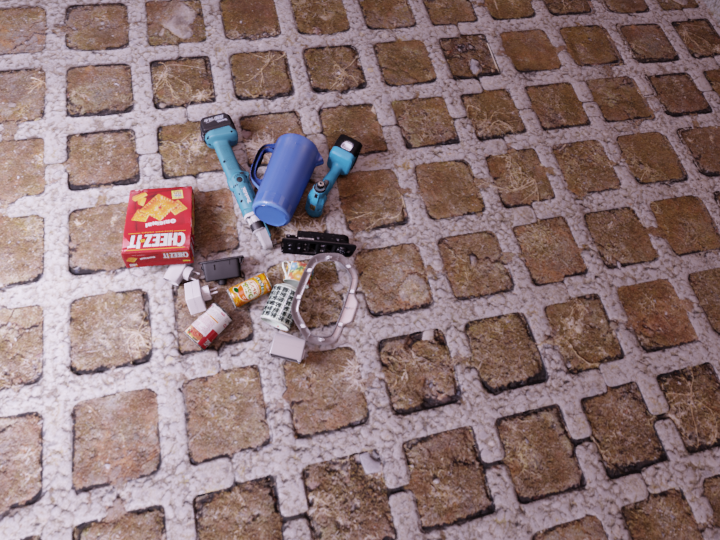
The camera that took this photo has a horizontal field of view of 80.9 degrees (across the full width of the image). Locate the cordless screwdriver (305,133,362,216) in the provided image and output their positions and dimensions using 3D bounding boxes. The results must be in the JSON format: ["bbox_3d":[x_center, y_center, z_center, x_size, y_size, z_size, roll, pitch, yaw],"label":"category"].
[{"bbox_3d":[-0.077,-0.278,1.187,0.074,0.158,0.249,28,67,-1],"label":"cordless screwdriver"}]

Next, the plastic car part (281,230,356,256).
[{"bbox_3d":[-0.114,-0.074,1.163,0.202,0.065,0.069,8,44,-3],"label":"plastic car part"}]

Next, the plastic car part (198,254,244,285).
[{"bbox_3d":[-0.358,0.002,1.106,0.115,0.066,0.071,-13,88,-9],"label":"plastic car part"}]

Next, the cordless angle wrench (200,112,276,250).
[{"bbox_3d":[-0.340,-0.247,1.193,0.096,0.074,0.432,-21,76,-19],"label":"cordless angle wrench"}]

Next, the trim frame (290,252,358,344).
[{"bbox_3d":[-0.085,0.069,1.094,0.176,0.028,0.251,33,63,-28],"label":"trim frame"}]
